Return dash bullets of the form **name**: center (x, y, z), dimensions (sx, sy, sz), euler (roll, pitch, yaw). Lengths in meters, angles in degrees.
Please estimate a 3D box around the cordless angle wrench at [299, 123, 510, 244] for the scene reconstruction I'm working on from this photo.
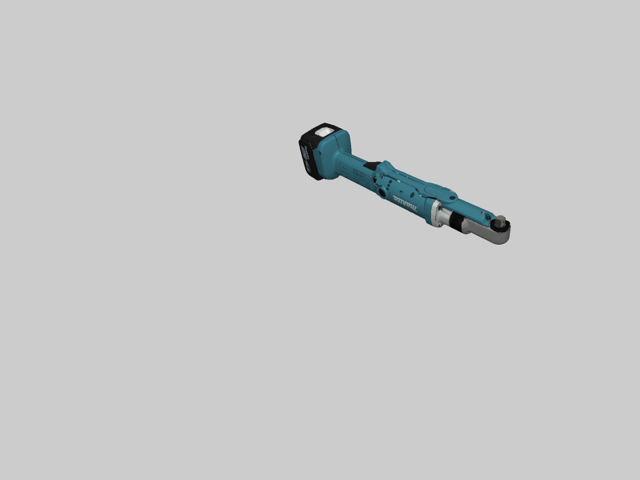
- **cordless angle wrench**: center (0.119, -0.093, 0.702), dimensions (0.074, 0.098, 0.422), euler (-34, 44, -21)
